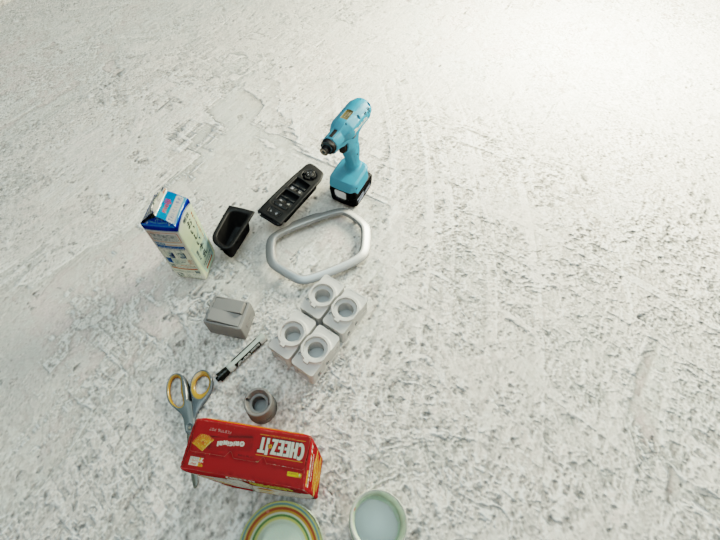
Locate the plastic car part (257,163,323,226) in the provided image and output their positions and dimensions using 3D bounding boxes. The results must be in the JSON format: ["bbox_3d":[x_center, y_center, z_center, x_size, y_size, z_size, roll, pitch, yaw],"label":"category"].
[{"bbox_3d":[-0.157,-0.175,1.011,0.069,0.065,0.202,26,62,17],"label":"plastic car part"}]

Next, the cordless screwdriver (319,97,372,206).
[{"bbox_3d":[-0.035,-0.238,0.937,0.077,0.241,0.159,26,62,15],"label":"cordless screwdriver"}]

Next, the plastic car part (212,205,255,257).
[{"bbox_3d":[-0.287,-0.079,0.957,0.067,0.068,0.118,13,59,10],"label":"plastic car part"}]

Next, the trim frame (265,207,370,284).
[{"bbox_3d":[-0.093,-0.061,0.954,0.245,0.026,0.193,-24,58,-11],"label":"trim frame"}]
